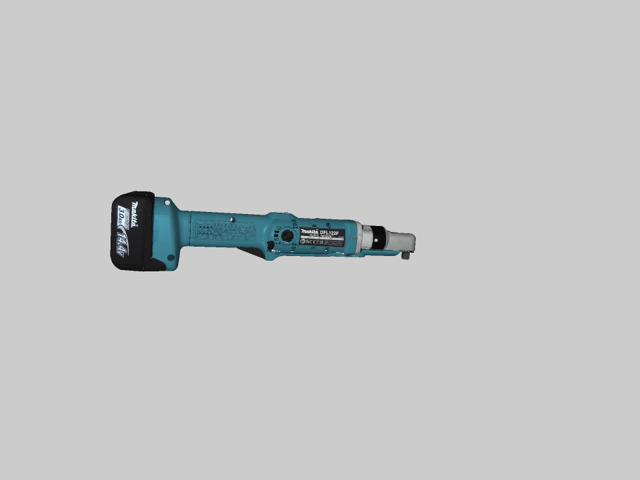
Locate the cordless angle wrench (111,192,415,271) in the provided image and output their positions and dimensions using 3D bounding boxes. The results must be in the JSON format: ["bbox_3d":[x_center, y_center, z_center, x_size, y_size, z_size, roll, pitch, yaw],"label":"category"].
[{"bbox_3d":[-0.054,-0.005,0.590,0.423,0.098,0.074,2,4,-19],"label":"cordless angle wrench"}]
